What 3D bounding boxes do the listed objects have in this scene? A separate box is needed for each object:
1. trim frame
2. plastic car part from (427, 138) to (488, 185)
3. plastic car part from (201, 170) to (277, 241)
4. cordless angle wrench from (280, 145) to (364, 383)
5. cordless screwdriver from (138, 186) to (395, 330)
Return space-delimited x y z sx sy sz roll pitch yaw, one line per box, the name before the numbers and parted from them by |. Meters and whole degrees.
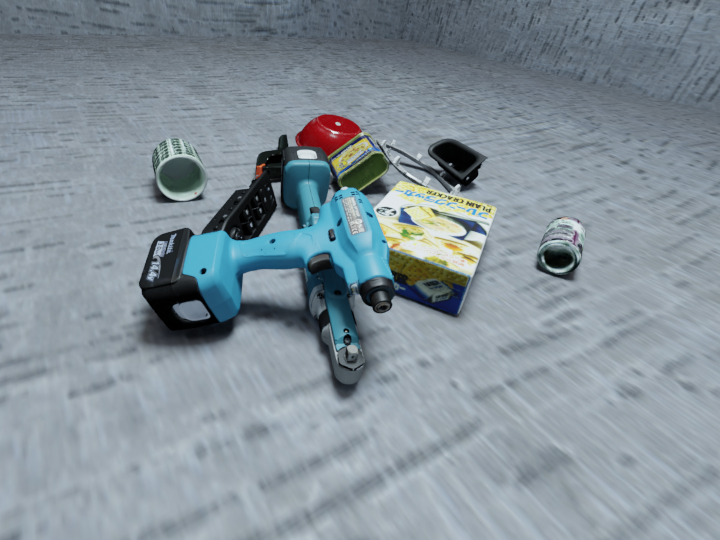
trim frame | 0.110 -0.199 0.812 0.178 0.027 0.258 18 28 -21
plastic car part | 0.197 -0.216 0.865 0.066 0.067 0.123 -41 50 0
plastic car part | -0.178 -0.079 0.617 0.068 0.064 0.207 -1 34 4
cordless angle wrench | -0.055 -0.036 0.560 0.073 0.096 0.441 -2 39 -14
cordless screwdriver | -0.094 0.002 0.435 0.249 0.071 0.166 -15 45 1
